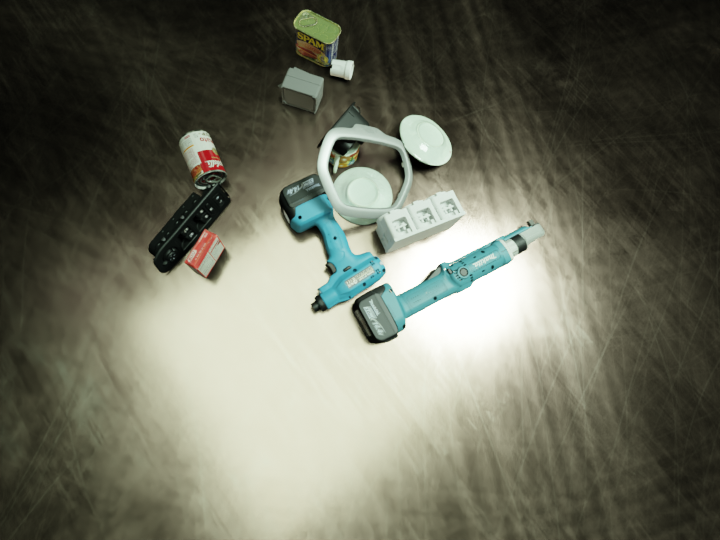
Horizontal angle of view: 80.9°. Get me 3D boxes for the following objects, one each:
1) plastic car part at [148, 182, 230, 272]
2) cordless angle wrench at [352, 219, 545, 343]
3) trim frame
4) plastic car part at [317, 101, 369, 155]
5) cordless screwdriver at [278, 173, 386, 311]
[{"bbox_3d":[-0.346,-0.090,0.832,0.069,0.064,0.203,28,75,13],"label":"plastic car part"},{"bbox_3d":[0.188,0.008,0.823,0.418,0.074,0.100,-27,79,-12],"label":"cordless angle wrench"},{"bbox_3d":[0.015,-0.194,0.832,0.238,0.029,0.183,-3,94,-35],"label":"trim frame"},{"bbox_3d":[-0.022,-0.277,0.848,0.070,0.067,0.116,43,72,-9],"label":"plastic car part"},{"bbox_3d":[-0.081,-0.053,0.828,0.158,0.074,0.252,-32,82,-11],"label":"cordless screwdriver"}]
